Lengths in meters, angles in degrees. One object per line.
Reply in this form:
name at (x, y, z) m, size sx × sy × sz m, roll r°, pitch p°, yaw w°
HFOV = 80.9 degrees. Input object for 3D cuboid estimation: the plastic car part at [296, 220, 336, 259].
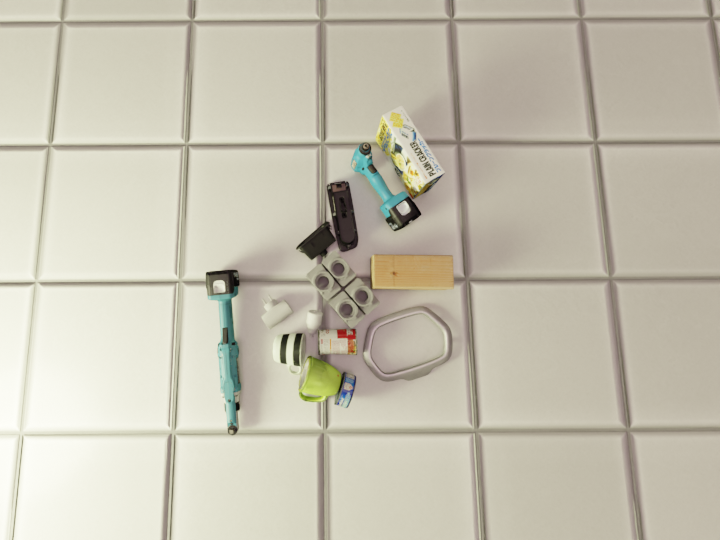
plastic car part at (-0.114, -0.075, 1.170) m, size 0.116 × 0.067 × 0.070 m, roll -43°, pitch 101°, yaw -3°

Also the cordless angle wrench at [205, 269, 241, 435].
cordless angle wrench at (-0.349, 0.211, 1.112) m, size 0.074 × 0.098 × 0.425 m, roll -5°, pitch 86°, yaw -4°

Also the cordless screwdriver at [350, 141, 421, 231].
cordless screwdriver at (0.062, -0.229, 1.140) m, size 0.074 × 0.159 × 0.251 m, roll -35°, pitch 86°, yaw -7°

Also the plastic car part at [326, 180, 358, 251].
plastic car part at (-0.045, -0.155, 1.179) m, size 0.065 × 0.067 × 0.204 m, roll -8°, pitch 84°, yaw -11°

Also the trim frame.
trim frame at (0.127, 0.200, 1.139) m, size 0.247 × 0.027 × 0.187 m, roll -18°, pitch 81°, yaw -5°
